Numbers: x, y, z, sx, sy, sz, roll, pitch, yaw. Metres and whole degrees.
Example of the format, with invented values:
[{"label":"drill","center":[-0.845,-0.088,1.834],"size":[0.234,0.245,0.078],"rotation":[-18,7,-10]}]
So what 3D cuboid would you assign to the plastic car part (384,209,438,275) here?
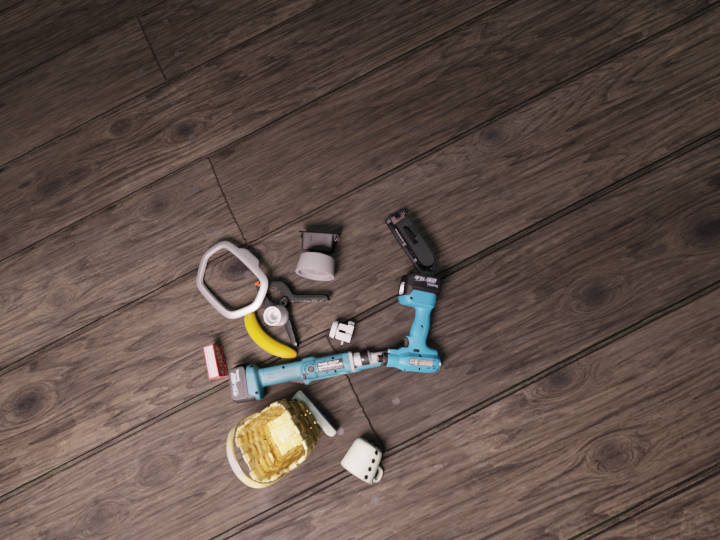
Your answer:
[{"label":"plastic car part","center":[0.148,-0.081,1.164],"size":[0.066,0.066,0.208],"rotation":[-28,76,-9]}]

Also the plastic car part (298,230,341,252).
[{"label":"plastic car part","center":[-0.118,-0.077,1.202],"size":[0.119,0.065,0.071],"rotation":[1,91,10]}]

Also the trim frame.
[{"label":"trim frame","center":[-0.368,0.024,1.206],"size":[0.259,0.026,0.184],"rotation":[39,91,24]}]

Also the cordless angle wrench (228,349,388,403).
[{"label":"cordless angle wrench","center":[-0.128,0.260,1.107],"size":[0.424,0.072,0.100],"rotation":[-11,75,2]}]

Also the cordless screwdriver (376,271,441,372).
[{"label":"cordless screwdriver","center":[0.126,0.131,1.088],"size":[0.157,0.074,0.251],"rotation":[6,79,-8]}]
